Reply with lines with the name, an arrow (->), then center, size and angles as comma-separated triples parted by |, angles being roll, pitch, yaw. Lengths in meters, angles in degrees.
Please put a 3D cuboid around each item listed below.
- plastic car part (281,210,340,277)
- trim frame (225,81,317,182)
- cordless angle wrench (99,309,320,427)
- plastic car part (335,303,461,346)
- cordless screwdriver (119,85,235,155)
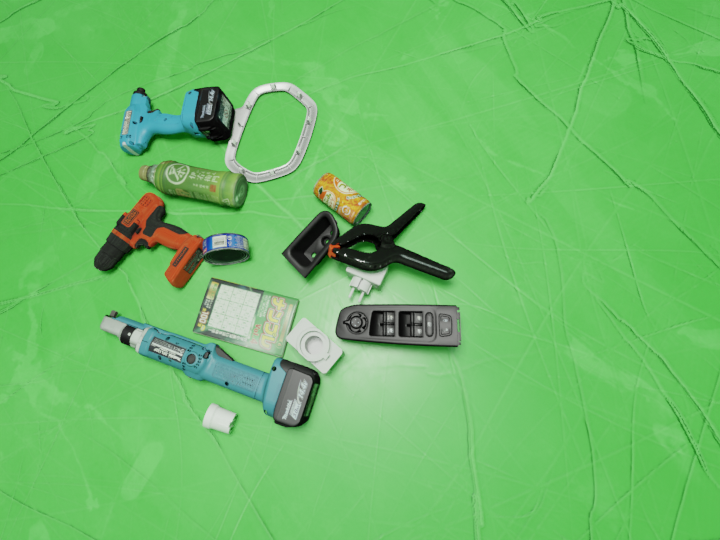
plastic car part -> -0.076, -0.050, 0.774 | 0.068, 0.069, 0.117 | 45, 98, 15
trim frame -> -0.194, -0.298, 0.896 | 0.189, 0.027, 0.250 | 13, 76, 13
cordless angle wrench -> -0.282, 0.155, 0.740 | 0.435, 0.072, 0.098 | 16, 75, 15
plastic car part -> 0.060, 0.090, 0.711 | 0.207, 0.065, 0.067 | 0, 81, 12
cordless screwdriver -> -0.397, -0.340, 0.906 | 0.254, 0.071, 0.162 | -5, 72, 15
